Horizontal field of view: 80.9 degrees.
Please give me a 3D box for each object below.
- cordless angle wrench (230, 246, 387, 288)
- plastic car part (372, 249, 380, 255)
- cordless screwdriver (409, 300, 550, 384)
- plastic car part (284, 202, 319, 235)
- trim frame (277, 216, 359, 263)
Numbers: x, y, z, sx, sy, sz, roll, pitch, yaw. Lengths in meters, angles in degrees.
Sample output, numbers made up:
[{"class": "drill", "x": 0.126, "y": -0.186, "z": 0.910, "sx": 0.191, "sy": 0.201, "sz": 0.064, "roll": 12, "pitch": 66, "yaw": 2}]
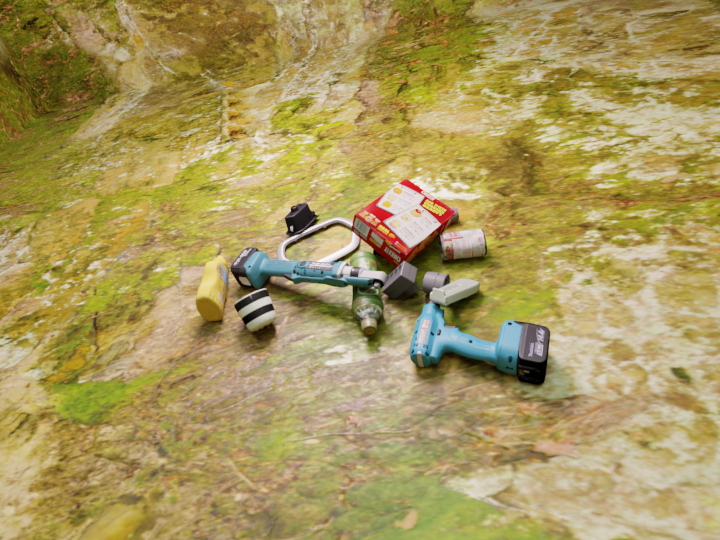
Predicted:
[{"class": "cordless angle wrench", "x": -0.131, "y": 0.004, "z": 1.021, "sx": 0.443, "sy": 0.071, "sz": 0.098, "roll": 4, "pitch": 46, "yaw": 32}, {"class": "plastic car part", "x": 0.098, "y": -0.118, "z": 1.138, "sx": 0.069, "sy": 0.064, "sz": 0.203, "roll": 14, "pitch": 50, "yaw": 18}, {"class": "cordless screwdriver", "x": 0.233, "y": 0.128, "z": 0.836, "sx": 0.259, "sy": 0.071, "sz": 0.160, "roll": 3, "pitch": 45, "yaw": 24}, {"class": "plastic car part", "x": -0.183, "y": -0.160, "z": 1.245, "sx": 0.069, "sy": 0.068, "sz": 0.115, "roll": 0, "pitch": 32, "yaw": 30}, {"class": "trim frame", "x": -0.116, "y": -0.076, "z": 1.185, "sx": 0.246, "sy": 0.026, "sz": 0.194, "roll": -29, "pitch": 45, "yaw": -11}]
